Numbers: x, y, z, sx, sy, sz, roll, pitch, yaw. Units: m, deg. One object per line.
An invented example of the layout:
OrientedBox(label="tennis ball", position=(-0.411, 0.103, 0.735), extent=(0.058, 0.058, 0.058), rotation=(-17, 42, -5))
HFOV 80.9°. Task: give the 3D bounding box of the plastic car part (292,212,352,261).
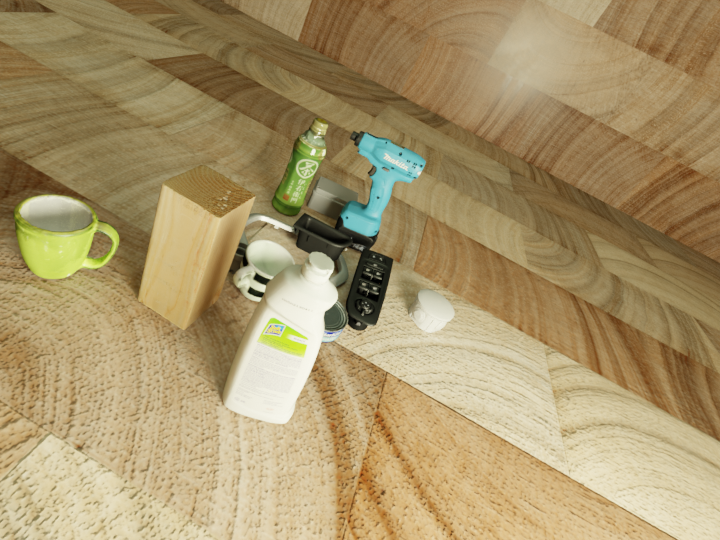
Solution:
OrientedBox(label="plastic car part", position=(-0.083, -0.054, 0.851), extent=(0.117, 0.070, 0.066), rotation=(30, 33, 3))

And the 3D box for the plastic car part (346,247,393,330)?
OrientedBox(label="plastic car part", position=(0.010, 0.039, 0.792), extent=(0.066, 0.067, 0.205), rotation=(25, 33, -6))

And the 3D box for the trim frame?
OrientedBox(label="trim frame", position=(-0.135, -0.039, 0.834), extent=(0.246, 0.027, 0.187), rotation=(22, 34, -7))

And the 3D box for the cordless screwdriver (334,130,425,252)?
OrientedBox(label="cordless screwdriver", position=(0.009, -0.168, 0.907), extent=(0.159, 0.247, 0.075), rotation=(29, 33, -2))
